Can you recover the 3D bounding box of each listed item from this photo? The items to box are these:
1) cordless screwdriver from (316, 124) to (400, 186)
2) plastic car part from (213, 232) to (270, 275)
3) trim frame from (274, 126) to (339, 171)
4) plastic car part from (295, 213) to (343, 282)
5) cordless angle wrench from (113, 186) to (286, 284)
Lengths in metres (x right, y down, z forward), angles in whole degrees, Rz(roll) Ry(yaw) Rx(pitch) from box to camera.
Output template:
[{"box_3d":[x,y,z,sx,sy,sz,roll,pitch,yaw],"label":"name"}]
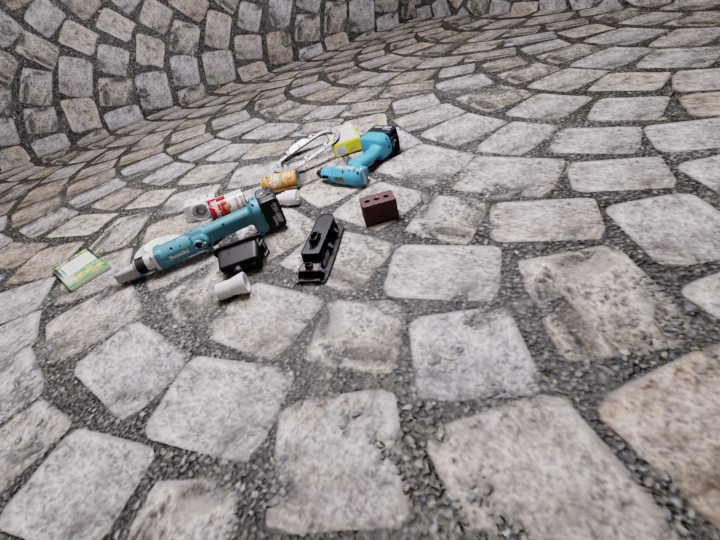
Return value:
[{"box_3d":[-0.003,-0.326,1.207,0.168,0.071,0.247,13,49,35],"label":"cordless screwdriver"},{"box_3d":[-0.260,-0.023,0.924,0.117,0.063,0.074,-19,49,1],"label":"plastic car part"},{"box_3d":[-0.173,-0.392,1.362,0.247,0.026,0.194,-39,34,-7],"label":"trim frame"},{"box_3d":[-0.087,-0.057,0.894,0.068,0.064,0.205,-10,33,21],"label":"plastic car part"},{"box_3d":[-0.387,-0.072,1.013,0.420,0.093,0.078,-25,39,-6],"label":"cordless angle wrench"}]
